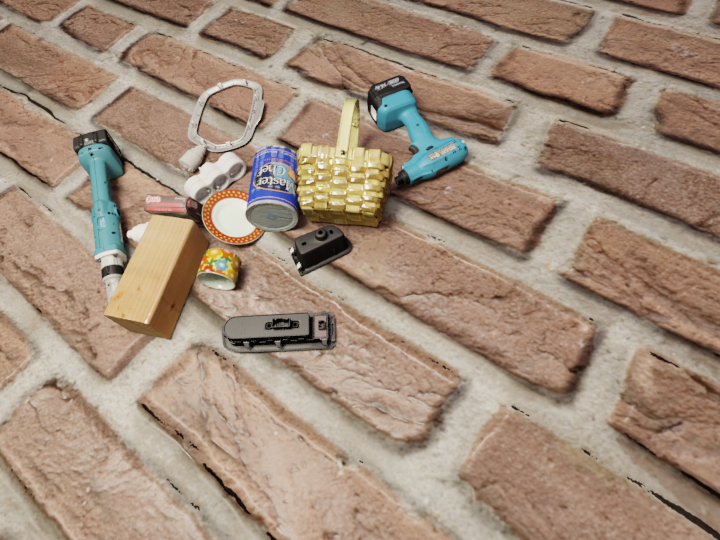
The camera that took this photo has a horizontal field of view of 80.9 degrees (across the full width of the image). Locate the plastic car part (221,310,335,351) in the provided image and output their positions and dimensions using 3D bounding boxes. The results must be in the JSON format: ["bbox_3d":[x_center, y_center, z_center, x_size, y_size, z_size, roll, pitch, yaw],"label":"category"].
[{"bbox_3d":[-0.148,0.103,0.725,0.206,0.065,0.068,-5,69,8],"label":"plastic car part"}]

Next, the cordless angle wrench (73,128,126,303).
[{"bbox_3d":[-0.530,-0.113,0.882,0.074,0.095,0.439,-19,64,-9],"label":"cordless angle wrench"}]

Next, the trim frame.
[{"bbox_3d":[-0.326,-0.387,1.035,0.187,0.026,0.254,1,60,7],"label":"trim frame"}]

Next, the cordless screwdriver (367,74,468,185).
[{"bbox_3d":[0.091,-0.294,0.900,0.158,0.072,0.259,-28,65,-8],"label":"cordless screwdriver"}]

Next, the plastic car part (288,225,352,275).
[{"bbox_3d":[-0.077,-0.051,0.791,0.116,0.068,0.069,-25,64,-3],"label":"plastic car part"}]
